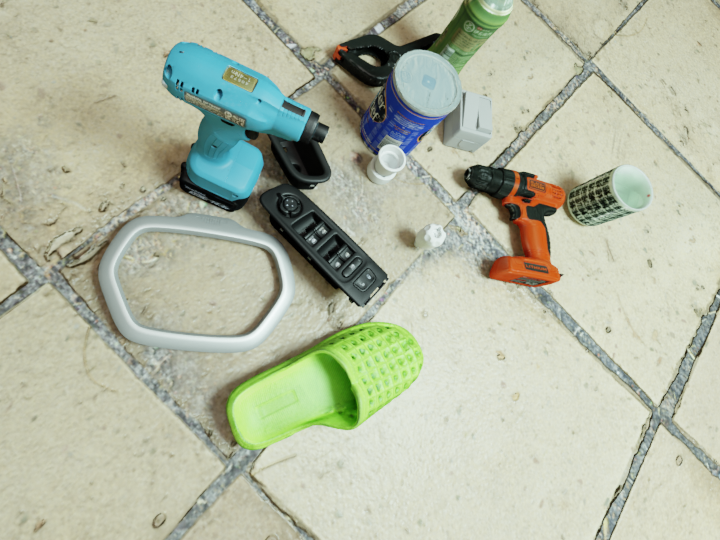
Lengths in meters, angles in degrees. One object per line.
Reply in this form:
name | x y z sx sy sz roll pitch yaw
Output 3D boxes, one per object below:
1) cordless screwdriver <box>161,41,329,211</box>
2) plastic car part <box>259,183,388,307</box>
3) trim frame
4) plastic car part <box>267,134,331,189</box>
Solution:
cordless screwdriver | -0.138 -0.142 0.495 0.156 0.252 0.075 24 71 -12
plastic car part | -0.057 -0.037 0.586 0.203 0.067 0.066 47 68 1
trim frame | -0.206 0.011 0.553 0.243 0.028 0.187 7 73 -13
plastic car part | -0.094 -0.162 0.609 0.064 0.071 0.118 -24 83 -22
